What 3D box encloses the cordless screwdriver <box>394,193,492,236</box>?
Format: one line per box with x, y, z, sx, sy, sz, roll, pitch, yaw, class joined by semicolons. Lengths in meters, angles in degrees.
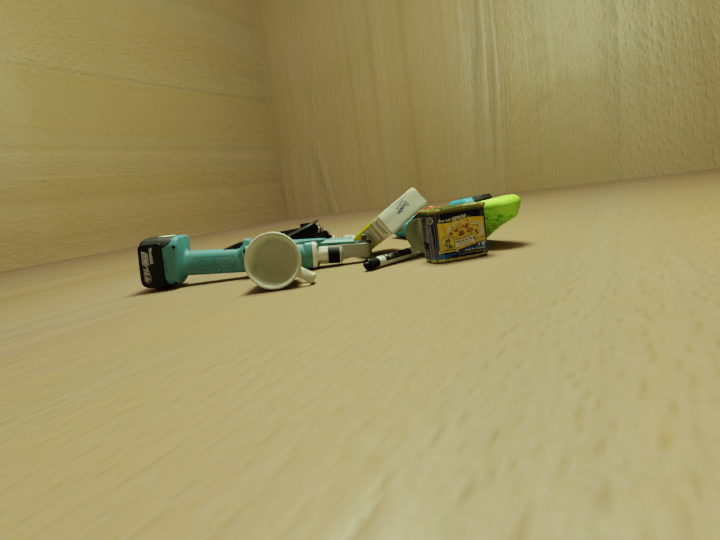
0.214;-0.130;1.036;0.245;0.074;0.163;-14;7;-13;cordless screwdriver

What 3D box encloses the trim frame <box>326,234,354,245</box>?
-0.108;-0.071;1.104;0.179;0.027;0.258;-11;9;-23;trim frame

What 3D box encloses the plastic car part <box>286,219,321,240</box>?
-0.126;-0.049;0.872;0.117;0.070;0.067;-24;9;1;plastic car part

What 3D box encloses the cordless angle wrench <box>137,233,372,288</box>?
-0.191;-0.027;0.786;0.425;0.097;0.074;-3;8;3;cordless angle wrench

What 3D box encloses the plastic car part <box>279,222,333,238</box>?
-0.173;-0.107;1.268;0.070;0.066;0.196;8;21;40;plastic car part
